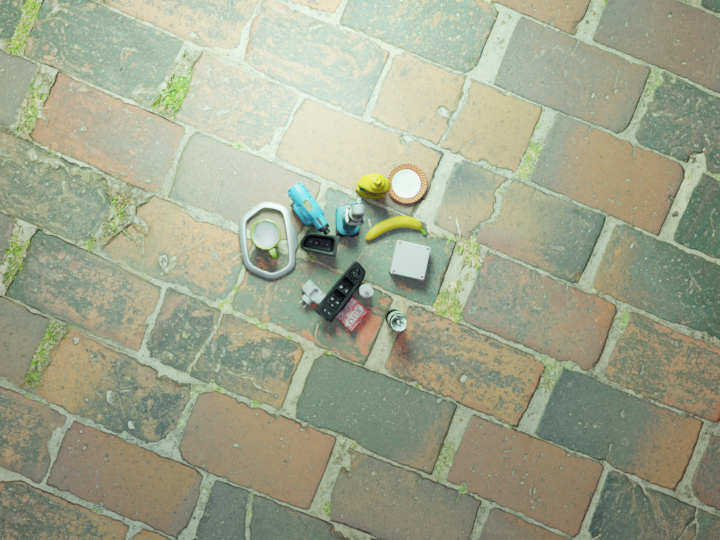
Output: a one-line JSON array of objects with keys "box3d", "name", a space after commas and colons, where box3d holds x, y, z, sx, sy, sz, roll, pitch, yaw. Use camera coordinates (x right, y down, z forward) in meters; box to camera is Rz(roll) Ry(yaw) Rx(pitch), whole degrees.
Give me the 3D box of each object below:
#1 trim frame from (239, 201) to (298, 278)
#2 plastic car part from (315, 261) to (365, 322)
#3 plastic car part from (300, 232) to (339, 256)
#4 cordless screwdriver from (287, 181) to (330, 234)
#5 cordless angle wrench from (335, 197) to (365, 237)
[{"box3d": [-0.293, -0.096, 1.353, 0.184, 0.027, 0.248, -8, 89, 0], "name": "trim frame"}, {"box3d": [-0.058, 0.063, 1.332, 0.066, 0.067, 0.203, 38, 89, -3], "name": "plastic car part"}, {"box3d": [-0.130, -0.085, 1.332, 0.116, 0.071, 0.066, 10, 90, -2], "name": "plastic car part"}, {"box3d": [-0.145, -0.169, 1.245, 0.074, 0.250, 0.159, -36, 94, -3], "name": "cordless screwdriver"}, {"box3d": [-0.024, -0.145, 1.157, 0.074, 0.425, 0.098, 0, 93, -6], "name": "cordless angle wrench"}]
